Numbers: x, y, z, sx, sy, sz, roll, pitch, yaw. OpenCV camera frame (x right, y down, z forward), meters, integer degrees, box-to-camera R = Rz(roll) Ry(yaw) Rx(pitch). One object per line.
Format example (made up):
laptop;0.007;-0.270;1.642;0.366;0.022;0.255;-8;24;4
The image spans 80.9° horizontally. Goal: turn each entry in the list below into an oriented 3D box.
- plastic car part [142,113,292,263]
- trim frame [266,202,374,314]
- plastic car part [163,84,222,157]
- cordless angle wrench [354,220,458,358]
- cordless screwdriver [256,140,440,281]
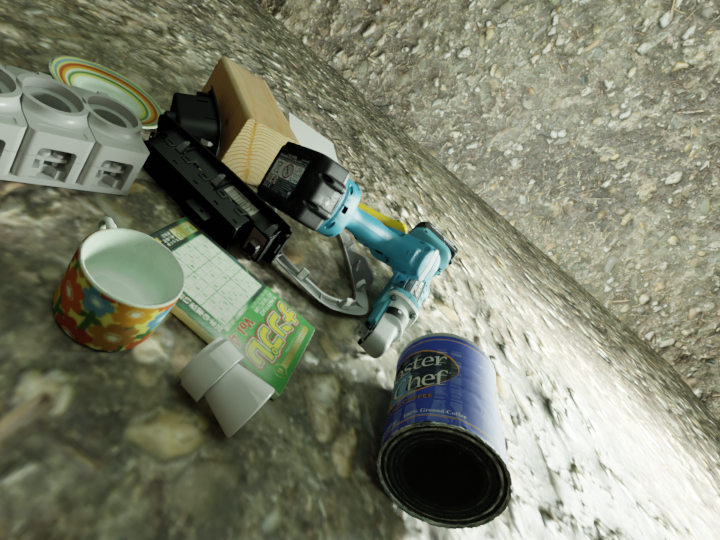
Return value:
plastic car part;-0.172;-0.084;0.464;0.206;0.066;0.066;47;50;8
trim frame;-0.057;-0.037;0.586;0.176;0.028;0.259;31;24;-29
plastic car part;-0.233;-0.205;0.580;0.068;0.066;0.122;6;43;-31
cordless angle wrench;0.075;0.019;0.644;0.098;0.075;0.417;42;26;0
cordless screwdriver;-0.020;-0.070;0.545;0.235;0.074;0.168;29;2;-42
